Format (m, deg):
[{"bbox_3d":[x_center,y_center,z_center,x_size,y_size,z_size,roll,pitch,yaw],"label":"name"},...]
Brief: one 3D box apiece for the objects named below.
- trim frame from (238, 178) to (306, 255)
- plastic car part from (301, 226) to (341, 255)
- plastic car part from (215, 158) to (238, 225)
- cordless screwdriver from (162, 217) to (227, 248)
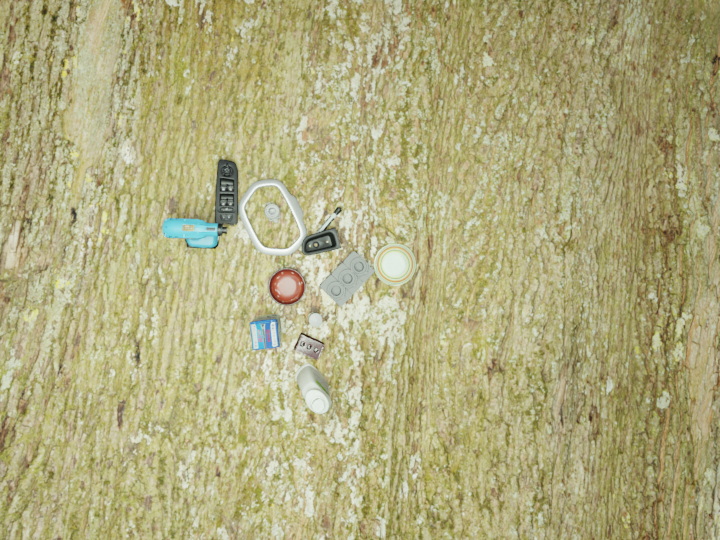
[{"bbox_3d":[-0.269,-0.162,1.307,0.183,0.027,0.249,-27,88,-5],"label":"trim frame"},{"bbox_3d":[-0.126,-0.082,1.287,0.116,0.071,0.066,-16,89,-6],"label":"plastic car part"},{"bbox_3d":[-0.403,-0.235,1.285,0.066,0.067,0.204,-1,86,-6],"label":"plastic car part"},{"bbox_3d":[-0.437,-0.104,1.182,0.158,0.250,0.074,2,89,-7],"label":"cordless screwdriver"}]
